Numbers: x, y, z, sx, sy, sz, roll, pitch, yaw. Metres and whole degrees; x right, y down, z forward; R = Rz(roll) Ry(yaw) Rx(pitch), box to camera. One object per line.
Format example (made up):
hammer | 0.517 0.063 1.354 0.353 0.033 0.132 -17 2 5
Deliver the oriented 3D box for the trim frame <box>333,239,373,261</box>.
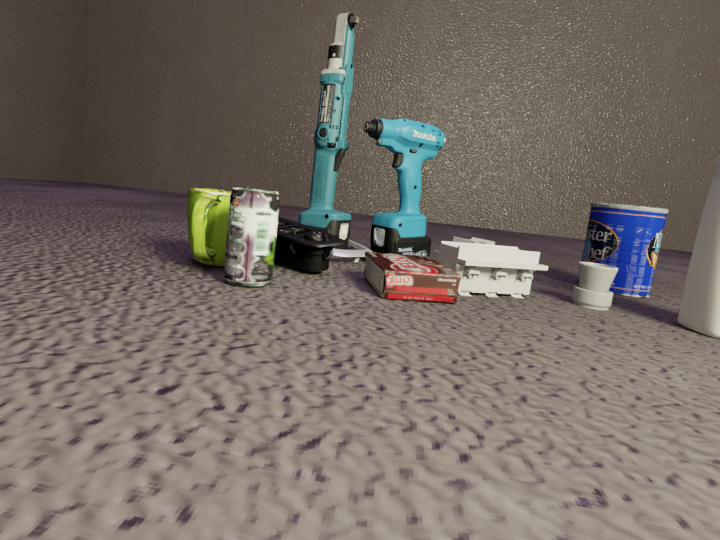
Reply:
trim frame | -0.077 -0.050 0.786 0.177 0.027 0.260 1 11 -26

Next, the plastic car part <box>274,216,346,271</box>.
plastic car part | -0.110 -0.042 0.609 0.214 0.066 0.063 15 12 42

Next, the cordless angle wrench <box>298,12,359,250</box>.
cordless angle wrench | -0.053 -0.245 0.771 0.102 0.420 0.071 11 8 28

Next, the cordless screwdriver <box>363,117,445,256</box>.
cordless screwdriver | 0.063 -0.140 0.747 0.152 0.247 0.078 2 9 -31
